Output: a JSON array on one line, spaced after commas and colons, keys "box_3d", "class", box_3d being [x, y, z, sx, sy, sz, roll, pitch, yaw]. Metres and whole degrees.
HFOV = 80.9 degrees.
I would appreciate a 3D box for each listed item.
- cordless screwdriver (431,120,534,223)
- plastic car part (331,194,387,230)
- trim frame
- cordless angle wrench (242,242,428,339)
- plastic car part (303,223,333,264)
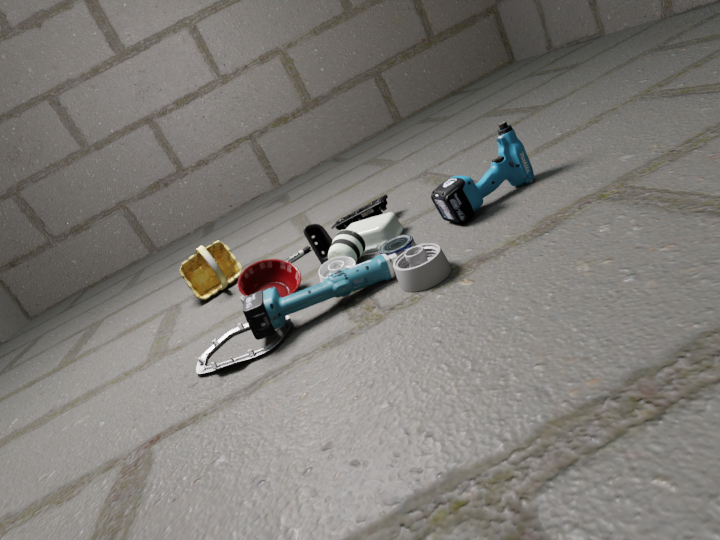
[{"box_3d": [0.285, -0.228, 0.997, 0.247, 0.154, 0.077, -33, 18, -8], "class": "cordless screwdriver"}, {"box_3d": [0.002, -0.163, 1.301, 0.209, 0.064, 0.067, -19, 28, 31], "class": "plastic car part"}, {"box_3d": [-0.263, 0.160, 0.951, 0.254, 0.027, 0.186, -19, 24, 17], "class": "trim frame"}, {"box_3d": [-0.041, 0.027, 0.910, 0.422, 0.072, 0.101, -21, 20, -2], "class": "cordless angle wrench"}, {"box_3d": [-0.119, -0.078, 1.217, 0.065, 0.118, 0.071, -32, -5, -15], "class": "plastic car part"}]
